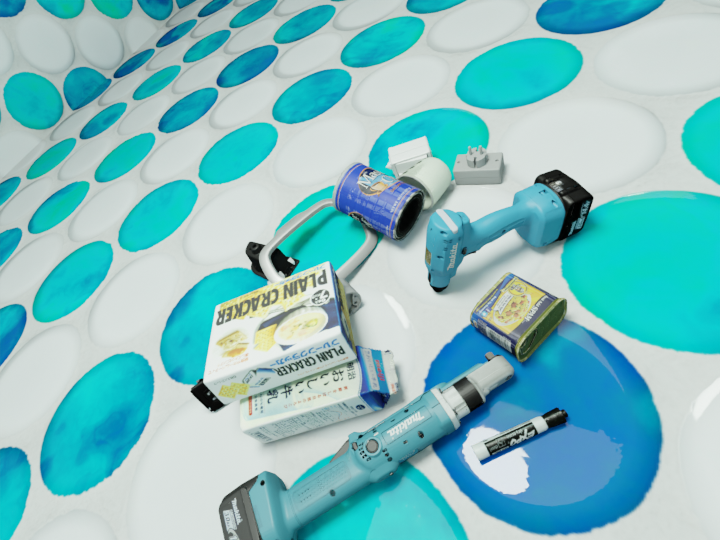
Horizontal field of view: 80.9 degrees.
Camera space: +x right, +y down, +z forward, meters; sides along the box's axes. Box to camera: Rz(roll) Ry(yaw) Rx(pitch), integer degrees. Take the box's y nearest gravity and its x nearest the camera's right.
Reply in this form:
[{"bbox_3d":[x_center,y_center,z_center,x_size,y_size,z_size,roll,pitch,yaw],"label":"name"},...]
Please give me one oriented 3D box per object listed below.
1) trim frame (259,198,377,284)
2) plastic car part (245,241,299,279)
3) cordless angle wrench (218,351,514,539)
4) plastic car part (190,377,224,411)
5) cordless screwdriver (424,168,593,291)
[{"bbox_3d":[-0.080,-0.052,0.820,0.192,0.026,0.246,33,64,24],"label":"trim frame"},{"bbox_3d":[-0.196,-0.027,0.866,0.123,0.067,0.066,19,62,33],"label":"plastic car part"},{"bbox_3d":[0.020,0.236,0.552,0.422,0.070,0.103,-32,47,-2],"label":"cordless angle wrench"},{"bbox_3d":[-0.188,0.157,0.728,0.203,0.064,0.069,-32,22,2],"label":"plastic car part"},{"bbox_3d":[0.215,-0.053,0.655,0.246,0.153,0.078,-19,50,-9],"label":"cordless screwdriver"}]
